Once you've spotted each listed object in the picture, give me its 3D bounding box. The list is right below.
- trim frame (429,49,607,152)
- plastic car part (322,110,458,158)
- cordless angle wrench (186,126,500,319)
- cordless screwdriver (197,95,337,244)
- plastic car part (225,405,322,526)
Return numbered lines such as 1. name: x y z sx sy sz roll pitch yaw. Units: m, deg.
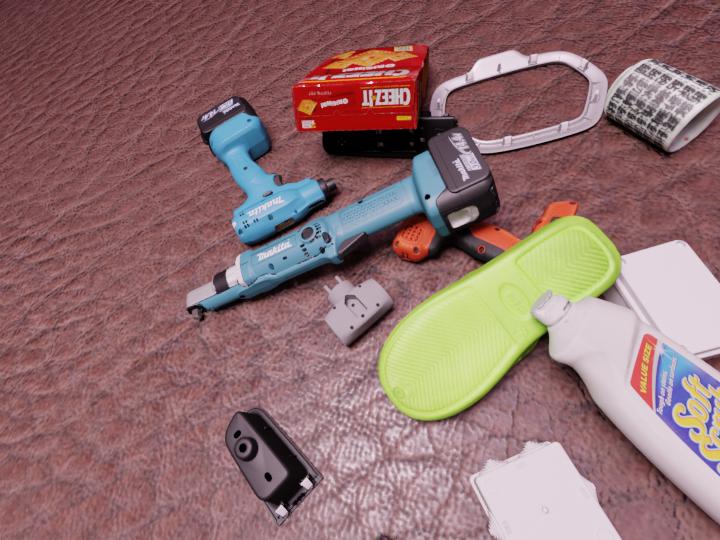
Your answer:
1. trim frame: 0.228 -0.256 0.625 0.252 0.026 0.190 -13 59 11
2. plastic car part: 0.040 -0.210 0.634 0.209 0.063 0.068 3 54 17
3. cordless angle wrench: -0.052 -0.034 0.531 0.430 0.070 0.102 -23 57 17
4. cordless screwdriver: -0.152 -0.171 0.662 0.159 0.071 0.259 -28 63 -1
5. plastic car part: -0.107 0.198 0.451 0.065 0.068 0.122 -44 64 -12
